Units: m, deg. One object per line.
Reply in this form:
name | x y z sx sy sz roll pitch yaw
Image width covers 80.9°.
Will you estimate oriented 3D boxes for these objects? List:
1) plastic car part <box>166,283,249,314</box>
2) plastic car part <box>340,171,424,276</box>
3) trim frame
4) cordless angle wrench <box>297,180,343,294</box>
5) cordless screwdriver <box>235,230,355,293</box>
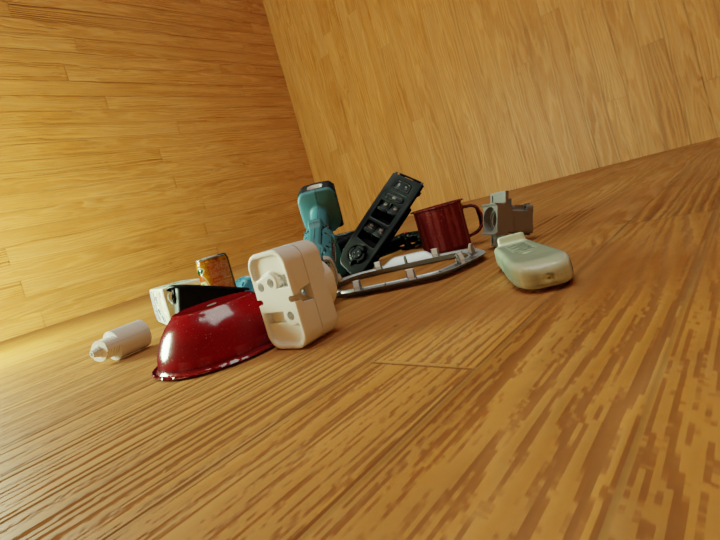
plastic car part | -0.222 0.057 0.603 0.068 0.072 0.111 -13 -10 36
plastic car part | 0.036 -0.076 0.761 0.203 0.069 0.064 -55 -23 -6
trim frame | 0.053 -0.001 0.621 0.256 0.027 0.180 -15 6 24
cordless angle wrench | -0.065 -0.042 0.661 0.075 0.095 0.434 -14 25 2
cordless screwdriver | -0.095 -0.001 0.769 0.242 0.073 0.166 -25 12 -32
